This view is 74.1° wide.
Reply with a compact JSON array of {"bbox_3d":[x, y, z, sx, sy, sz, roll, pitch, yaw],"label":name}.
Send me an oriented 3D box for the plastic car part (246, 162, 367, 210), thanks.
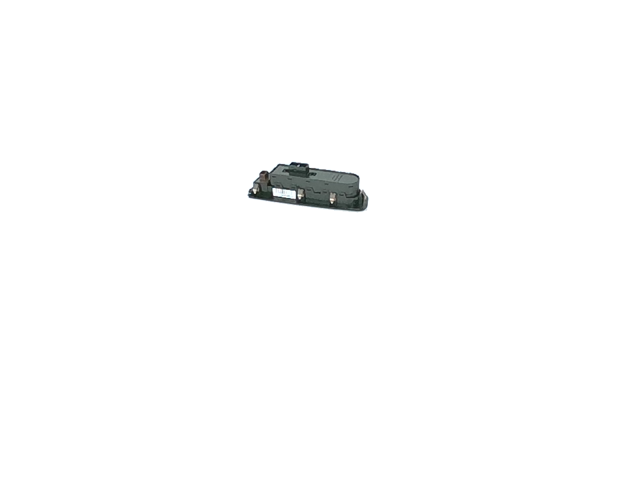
[{"bbox_3d":[-0.017,-0.093,0.699,0.204,0.067,0.066,13,29,13],"label":"plastic car part"}]
